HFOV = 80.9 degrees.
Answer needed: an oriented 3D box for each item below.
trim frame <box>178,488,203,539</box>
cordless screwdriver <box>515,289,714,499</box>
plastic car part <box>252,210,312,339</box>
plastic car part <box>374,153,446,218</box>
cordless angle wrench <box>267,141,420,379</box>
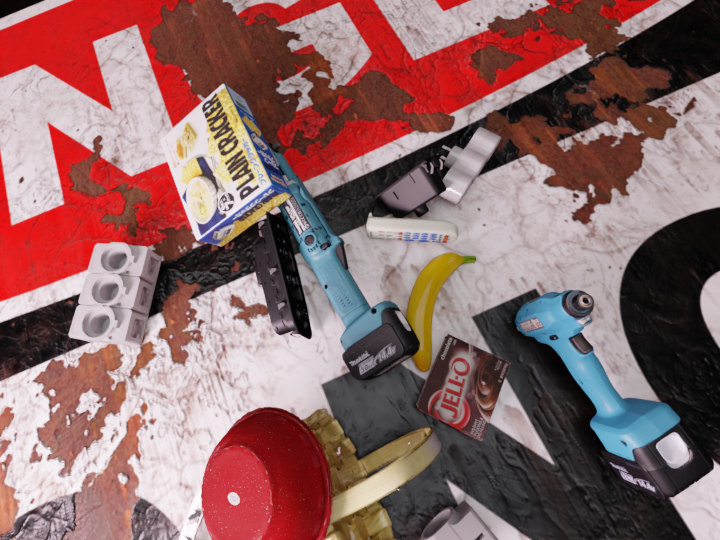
[{"bbox_3d":[-0.156,0.371,0.486,0.194,0.026,0.247,27,101,31],"label":"trim frame"},{"bbox_3d":[0.302,0.136,0.514,0.074,0.155,0.256,-30,73,-8],"label":"cordless screwdriver"},{"bbox_3d":[-0.126,0.013,0.651,0.067,0.064,0.209,-24,70,5],"label":"plastic car part"},{"bbox_3d":[0.087,-0.122,0.667,0.064,0.119,0.072,-28,84,-50],"label":"plastic car part"},{"bbox_3d":[-0.064,-0.042,0.656,0.099,0.071,0.440,-38,66,14],"label":"cordless angle wrench"}]
